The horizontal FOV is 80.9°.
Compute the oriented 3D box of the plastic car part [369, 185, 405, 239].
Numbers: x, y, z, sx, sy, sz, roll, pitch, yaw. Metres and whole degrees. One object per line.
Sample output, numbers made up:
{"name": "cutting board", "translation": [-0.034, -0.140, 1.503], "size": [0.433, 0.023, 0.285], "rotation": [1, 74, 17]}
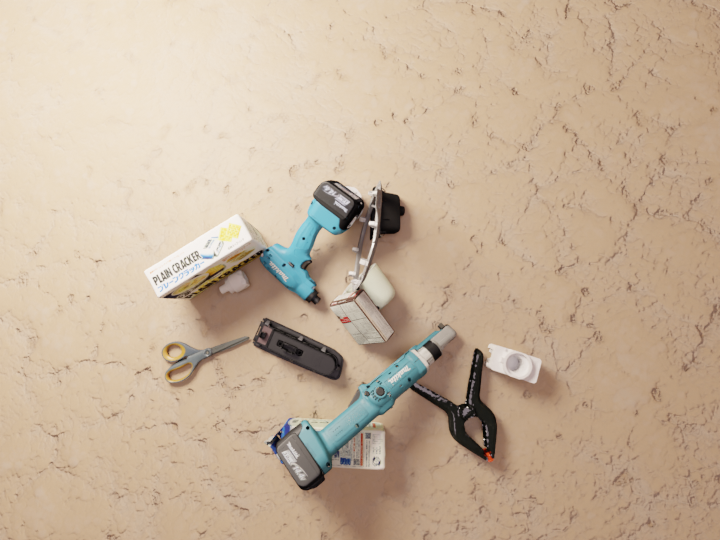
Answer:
{"name": "plastic car part", "translation": [0.060, -0.125, 0.918], "size": [0.070, 0.067, 0.117], "rotation": [7, 80, -12]}

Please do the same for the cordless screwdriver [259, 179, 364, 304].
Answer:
{"name": "cordless screwdriver", "translation": [-0.086, -0.056, 0.880], "size": [0.162, 0.073, 0.250], "rotation": [44, 109, 7]}

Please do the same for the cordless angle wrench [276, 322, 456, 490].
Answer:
{"name": "cordless angle wrench", "translation": [0.034, 0.240, 0.814], "size": [0.417, 0.072, 0.102], "rotation": [-36, 63, -19]}

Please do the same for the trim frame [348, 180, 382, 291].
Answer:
{"name": "trim frame", "translation": [0.011, -0.070, 0.825], "size": [0.027, 0.182, 0.253], "rotation": [17, 43, -7]}

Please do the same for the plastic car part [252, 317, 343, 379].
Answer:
{"name": "plastic car part", "translation": [-0.129, 0.167, 0.891], "size": [0.205, 0.066, 0.066], "rotation": [23, 78, 4]}
